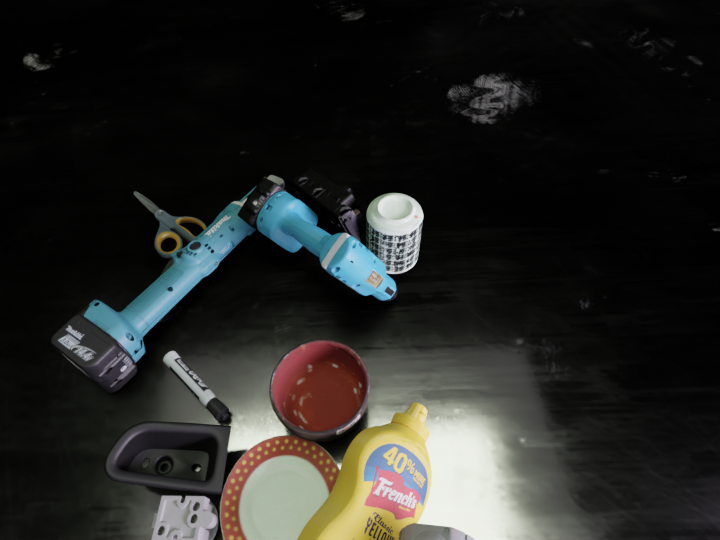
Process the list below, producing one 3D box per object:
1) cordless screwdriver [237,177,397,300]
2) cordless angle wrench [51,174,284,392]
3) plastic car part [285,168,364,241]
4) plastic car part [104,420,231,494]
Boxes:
[{"bbox_3d":[-0.060,-0.039,0.612,0.263,0.150,0.074,33,87,40],"label":"cordless screwdriver"},{"bbox_3d":[-0.247,-0.019,0.642,0.102,0.072,0.421,23,54,20],"label":"cordless angle wrench"},{"bbox_3d":[-0.056,-0.116,0.669,0.067,0.062,0.215,-50,44,-4],"label":"plastic car part"},{"bbox_3d":[-0.203,0.204,0.453,0.115,0.070,0.068,8,50,-9],"label":"plastic car part"}]
